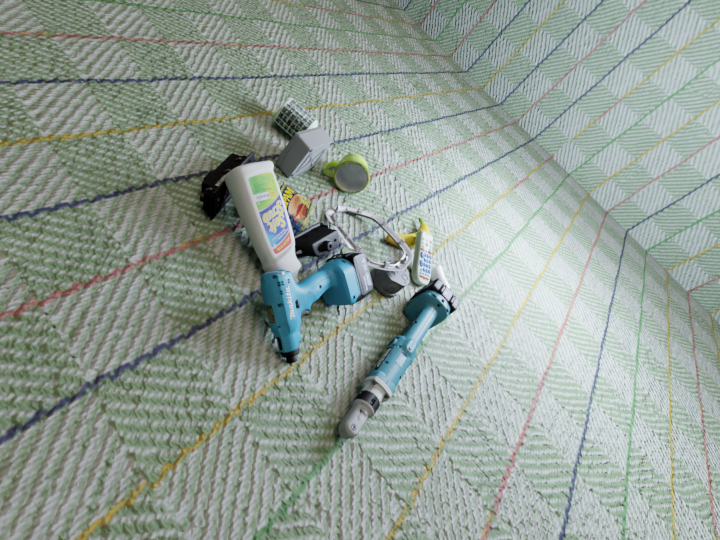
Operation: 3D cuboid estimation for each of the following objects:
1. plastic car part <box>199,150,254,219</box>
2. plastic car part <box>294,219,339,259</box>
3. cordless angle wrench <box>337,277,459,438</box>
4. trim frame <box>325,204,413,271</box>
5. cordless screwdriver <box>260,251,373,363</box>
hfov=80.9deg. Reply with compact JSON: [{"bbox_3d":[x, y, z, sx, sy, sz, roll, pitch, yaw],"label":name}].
[{"bbox_3d":[-0.280,-0.189,0.879,0.068,0.065,0.204,16,42,7],"label":"plastic car part"},{"bbox_3d":[-0.086,-0.056,0.882,0.114,0.074,0.064,-35,123,-50],"label":"plastic car part"},{"bbox_3d":[0.077,0.160,0.822,0.074,0.099,0.416,47,43,-2],"label":"cordless angle wrench"},{"bbox_3d":[0.020,-0.083,0.994,0.176,0.027,0.261,-7,46,-35],"label":"trim frame"},{"bbox_3d":[-0.075,0.057,0.790,0.240,0.078,0.158,-19,99,-50],"label":"cordless screwdriver"}]
